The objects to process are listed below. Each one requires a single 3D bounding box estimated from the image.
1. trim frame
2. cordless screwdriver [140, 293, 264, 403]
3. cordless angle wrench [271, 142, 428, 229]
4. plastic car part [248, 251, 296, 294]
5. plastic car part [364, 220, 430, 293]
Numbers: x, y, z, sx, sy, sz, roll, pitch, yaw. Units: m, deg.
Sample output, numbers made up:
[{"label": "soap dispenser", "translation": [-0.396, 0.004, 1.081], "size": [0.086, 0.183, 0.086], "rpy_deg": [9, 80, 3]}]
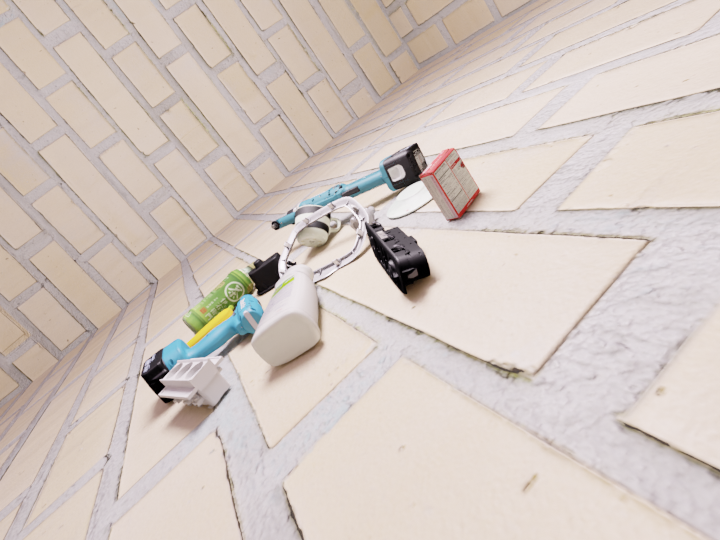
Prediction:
[{"label": "trim frame", "translation": [-0.084, -0.055, 0.863], "size": [0.256, 0.026, 0.189], "rpy_deg": [-23, 53, 31]}, {"label": "cordless screwdriver", "translation": [-0.302, 0.136, 0.836], "size": [0.247, 0.072, 0.165], "rpy_deg": [-36, 19, -7]}, {"label": "cordless angle wrench", "translation": [-0.050, -0.176, 1.005], "size": [0.437, 0.073, 0.097], "rpy_deg": [-18, 15, 31]}, {"label": "plastic car part", "translation": [-0.213, 0.001, 0.976], "size": [0.117, 0.069, 0.067], "rpy_deg": [-31, 18, 10]}, {"label": "plastic car part", "translation": [0.054, -0.024, 0.621], "size": [0.067, 0.065, 0.208], "rpy_deg": [-11, 20, -2]}]
